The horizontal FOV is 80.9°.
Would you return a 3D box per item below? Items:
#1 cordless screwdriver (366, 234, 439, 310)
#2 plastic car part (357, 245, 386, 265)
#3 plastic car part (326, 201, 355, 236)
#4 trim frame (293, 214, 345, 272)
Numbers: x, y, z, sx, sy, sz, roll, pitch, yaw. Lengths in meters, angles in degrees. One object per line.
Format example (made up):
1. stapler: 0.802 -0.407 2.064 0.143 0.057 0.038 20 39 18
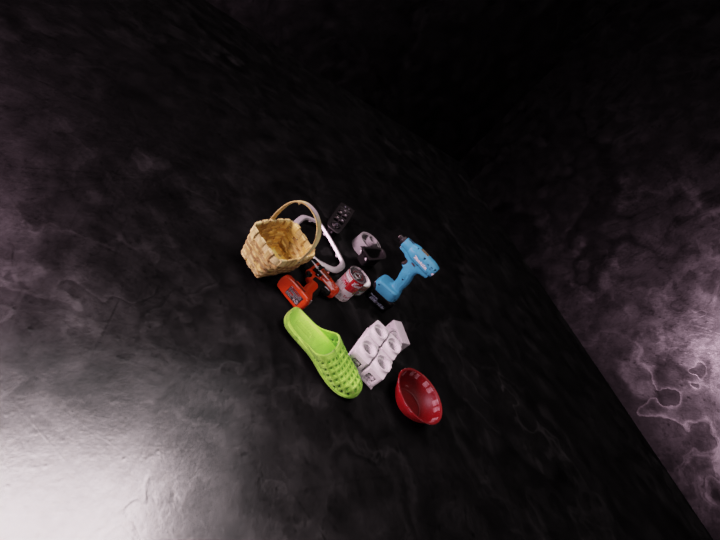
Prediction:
1. cordless screwdriver: 0.116 0.009 1.379 0.162 0.251 0.072 49 31 7
2. plastic car part: 0.036 -0.044 1.530 0.111 0.071 0.069 2 50 -48
3. plastic car part: -0.085 -0.183 1.574 0.065 0.067 0.204 39 31 -9
4. trim frame: -0.140 -0.092 1.435 0.175 0.028 0.258 -2 52 -49
